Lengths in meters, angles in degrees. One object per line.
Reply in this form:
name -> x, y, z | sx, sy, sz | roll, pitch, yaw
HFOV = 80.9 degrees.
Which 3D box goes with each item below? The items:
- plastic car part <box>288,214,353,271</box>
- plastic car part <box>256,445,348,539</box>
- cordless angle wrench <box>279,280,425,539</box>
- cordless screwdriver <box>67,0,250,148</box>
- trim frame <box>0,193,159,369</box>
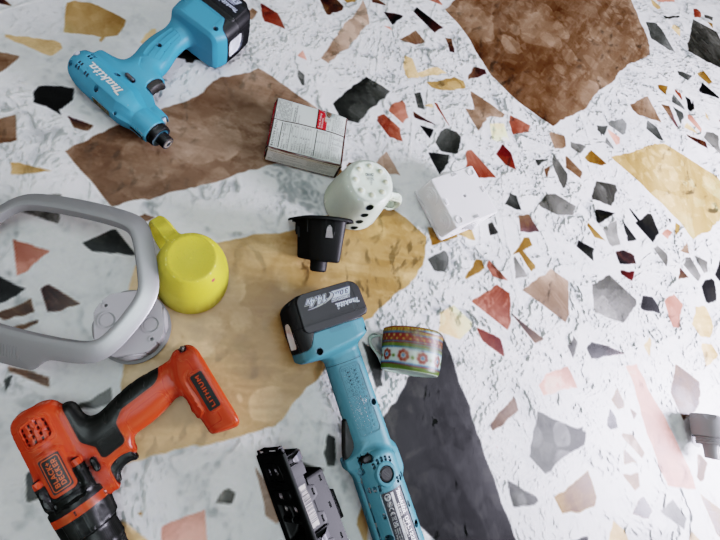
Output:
plastic car part -> -0.053, -0.034, 0.538 | 0.064, 0.120, 0.070 | 4, 95, -19
plastic car part -> -0.046, 0.283, 0.450 | 0.064, 0.068, 0.207 | -6, 69, -47
cordless angle wrench -> 0.016, 0.226, 0.482 | 0.095, 0.075, 0.430 | -15, 78, -22
cordless screwdriver -> -0.249, -0.288, 0.587 | 0.159, 0.075, 0.247 | 41, 69, -1
trim frame -> -0.330, 0.006, 0.445 | 0.251, 0.027, 0.187 | 11, 67, 5
